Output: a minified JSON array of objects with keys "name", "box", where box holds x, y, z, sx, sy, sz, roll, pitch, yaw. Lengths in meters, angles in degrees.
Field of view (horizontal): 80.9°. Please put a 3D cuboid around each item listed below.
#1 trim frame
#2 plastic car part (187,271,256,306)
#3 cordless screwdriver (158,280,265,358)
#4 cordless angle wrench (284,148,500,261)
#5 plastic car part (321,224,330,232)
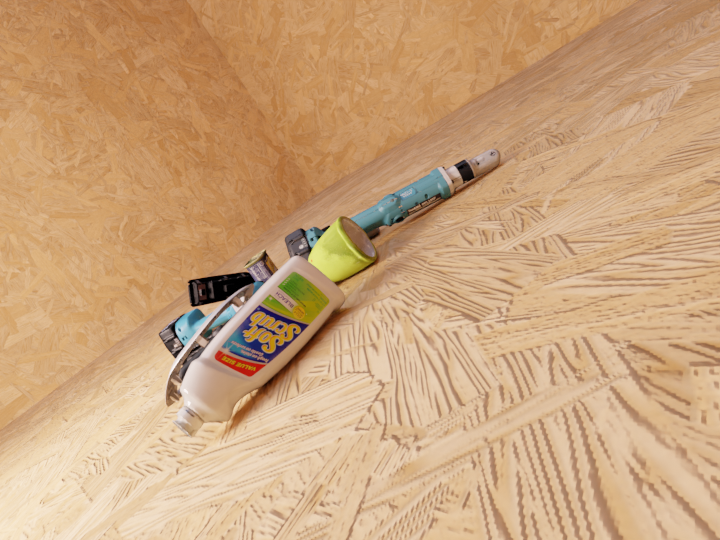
[{"name":"trim frame","box":[-0.214,0.111,0.618,0.183,0.028,0.247,-54,-3,-40]},{"name":"plastic car part","box":[-0.331,0.039,1.068,0.069,0.067,0.194,-16,-3,36]},{"name":"cordless screwdriver","box":[-0.332,0.103,0.981,0.253,0.073,0.160,-26,15,16]},{"name":"cordless angle wrench","box":[0.062,-0.115,0.793,0.427,0.077,0.093,-27,-26,9]},{"name":"plastic car part","box":[-0.098,-0.064,1.001,0.068,0.069,0.115,-18,24,50]}]
